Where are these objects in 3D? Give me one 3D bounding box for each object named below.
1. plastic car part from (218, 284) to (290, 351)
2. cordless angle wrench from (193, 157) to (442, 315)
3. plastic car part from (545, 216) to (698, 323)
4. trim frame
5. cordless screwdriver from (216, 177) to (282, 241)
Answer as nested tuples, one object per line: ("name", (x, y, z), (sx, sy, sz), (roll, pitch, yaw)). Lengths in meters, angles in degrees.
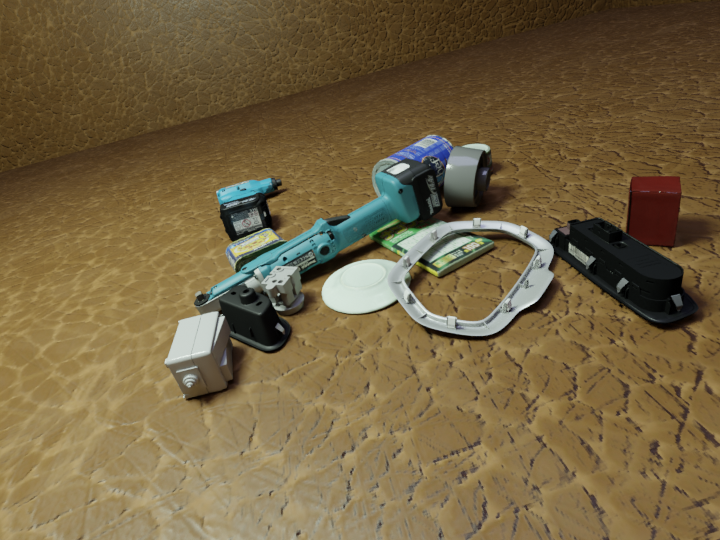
("plastic car part", (-0.148, 0.055, 0.570), (0.123, 0.068, 0.065), (11, 39, 41))
("cordless angle wrench", (-0.066, -0.043, 0.673), (0.419, 0.094, 0.078), (-31, 33, -11))
("plastic car part", (0.306, -0.016, 0.503), (0.066, 0.065, 0.210), (-8, 33, -4))
("trim frame", (0.149, -0.005, 0.562), (0.194, 0.026, 0.244), (23, 47, 34))
("cordless screwdriver", (-0.238, -0.154, 0.944), (0.158, 0.072, 0.260), (-19, 28, -9))
